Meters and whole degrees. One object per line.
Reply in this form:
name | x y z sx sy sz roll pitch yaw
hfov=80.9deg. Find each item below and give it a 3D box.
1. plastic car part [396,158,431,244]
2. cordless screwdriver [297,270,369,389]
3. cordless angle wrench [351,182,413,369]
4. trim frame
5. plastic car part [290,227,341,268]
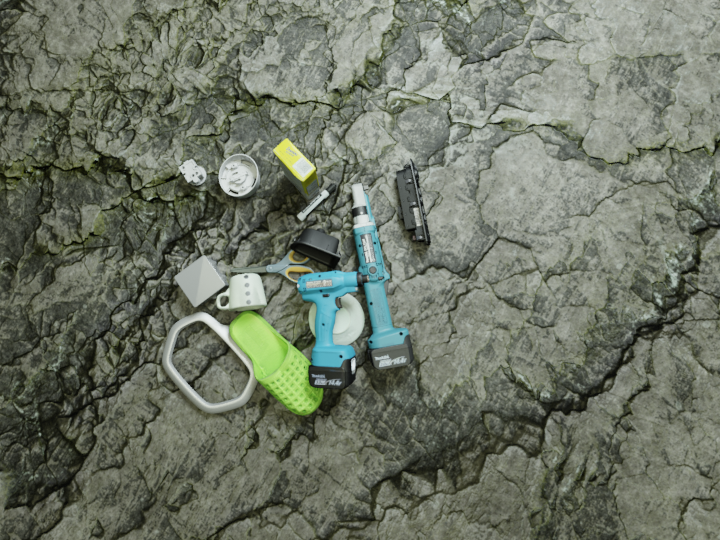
plastic car part | 0.121 -0.157 0.986 0.069 0.063 0.204 -9 84 26
cordless screwdriver | -0.048 0.125 0.922 0.163 0.072 0.251 -8 83 17
cordless angle wrench | 0.029 0.003 0.966 0.098 0.073 0.428 -11 81 1
trim frame | -0.349 0.214 0.983 0.253 0.027 0.184 43 88 9
plastic car part | -0.096 -0.063 0.981 0.116 0.065 0.071 26 60 -1
